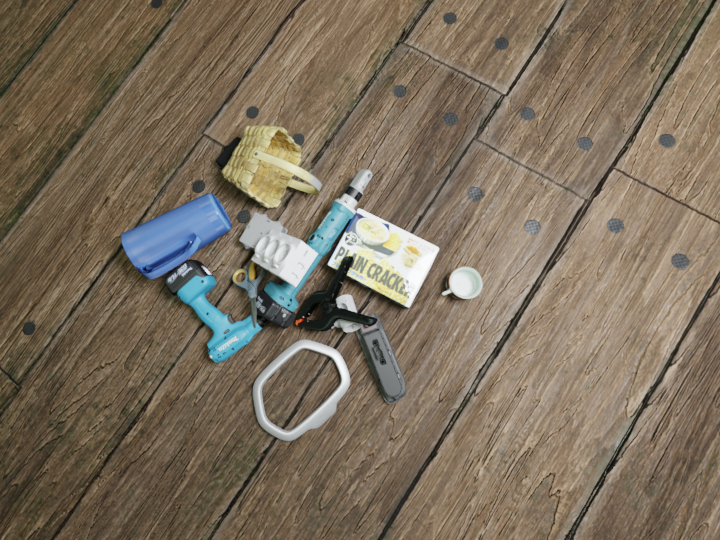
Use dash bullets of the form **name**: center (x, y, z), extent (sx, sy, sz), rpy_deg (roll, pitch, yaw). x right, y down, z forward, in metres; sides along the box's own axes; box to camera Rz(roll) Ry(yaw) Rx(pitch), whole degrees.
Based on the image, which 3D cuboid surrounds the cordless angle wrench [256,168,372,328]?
- **cordless angle wrench**: center (-0.098, -0.064, 1.000), extent (0.423, 0.070, 0.103), rpy_deg (-56, 35, -2)

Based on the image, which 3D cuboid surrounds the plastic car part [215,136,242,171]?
- **plastic car part**: center (-0.334, -0.302, 1.112), extent (0.074, 0.063, 0.116), rpy_deg (29, 80, 22)

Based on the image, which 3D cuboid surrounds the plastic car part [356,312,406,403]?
- **plastic car part**: center (0.051, 0.203, 0.970), extent (0.066, 0.066, 0.206), rpy_deg (-21, 81, -7)

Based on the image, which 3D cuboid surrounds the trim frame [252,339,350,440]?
- **trim frame**: center (-0.141, 0.279, 0.993), extent (0.248, 0.027, 0.189), rpy_deg (-43, 77, -4)

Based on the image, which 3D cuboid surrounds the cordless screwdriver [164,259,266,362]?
- **cordless screwdriver**: center (-0.351, 0.080, 1.032), extent (0.159, 0.073, 0.253), rpy_deg (-37, 82, -2)
